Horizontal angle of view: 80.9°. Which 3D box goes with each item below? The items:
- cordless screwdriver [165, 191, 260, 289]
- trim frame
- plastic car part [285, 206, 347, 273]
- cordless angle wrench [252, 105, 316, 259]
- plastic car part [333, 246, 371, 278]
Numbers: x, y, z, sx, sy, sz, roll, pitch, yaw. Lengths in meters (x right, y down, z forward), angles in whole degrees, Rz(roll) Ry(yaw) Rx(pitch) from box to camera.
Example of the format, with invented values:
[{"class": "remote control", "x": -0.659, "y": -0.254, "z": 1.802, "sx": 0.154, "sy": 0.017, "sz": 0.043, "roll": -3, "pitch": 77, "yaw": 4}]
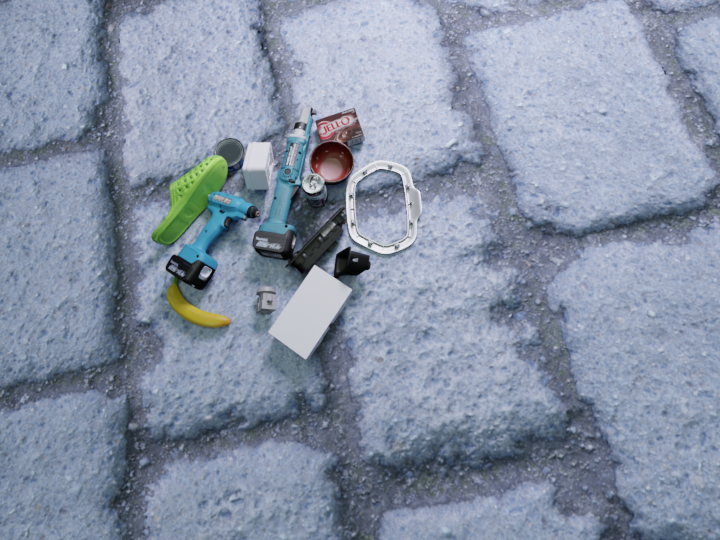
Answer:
[{"class": "cordless screwdriver", "x": -0.357, "y": -0.074, "z": 1.040, "sx": 0.167, "sy": 0.070, "sz": 0.249, "roll": 18, "pitch": 75, "yaw": 29}, {"class": "trim frame", "x": 0.057, "y": -0.163, "z": 1.056, "sx": 0.186, "sy": 0.027, "sz": 0.253, "roll": -4, "pitch": 73, "yaw": 5}, {"class": "plastic car part", "x": -0.101, "y": -0.066, "z": 1.035, "sx": 0.202, "sy": 0.068, "sz": 0.066, "roll": -43, "pitch": 103, "yaw": -7}, {"class": "cordless angle wrench", "x": -0.181, "y": -0.240, "z": 1.086, "sx": 0.099, "sy": 0.072, "sz": 0.428, "roll": 9, "pitch": 74, "yaw": 6}, {"class": "plastic car part", "x": -0.014, "y": -0.015, "z": 0.988, "sx": 0.069, "sy": 0.118, "sz": 0.067, "roll": 10, "pitch": 77, "yaw": -19}]
